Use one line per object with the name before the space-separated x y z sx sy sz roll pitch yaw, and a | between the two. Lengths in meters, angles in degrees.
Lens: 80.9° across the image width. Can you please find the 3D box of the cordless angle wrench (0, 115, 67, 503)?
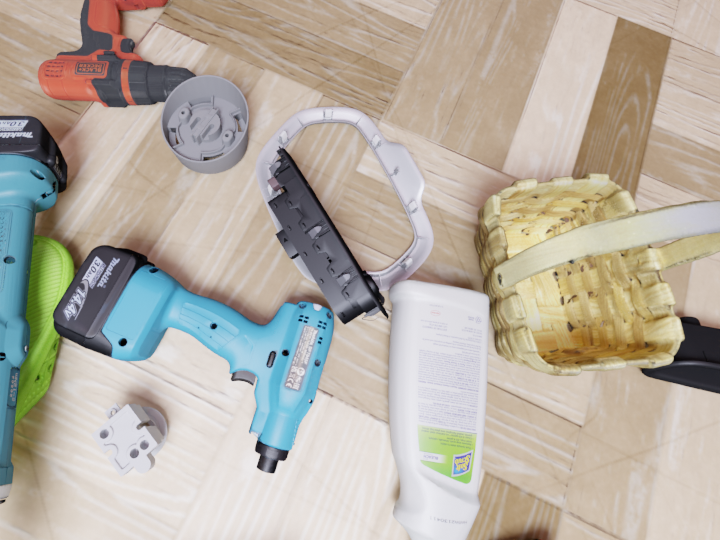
cordless angle wrench | -0.307 0.063 0.341 0.096 0.074 0.435 -6 66 -16

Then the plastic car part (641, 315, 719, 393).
plastic car part | 0.367 0.086 0.454 0.117 0.064 0.072 14 57 3

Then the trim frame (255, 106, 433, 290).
trim frame | -0.017 -0.092 0.498 0.182 0.027 0.255 -23 73 -12

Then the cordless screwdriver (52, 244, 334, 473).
cordless screwdriver | -0.160 0.080 0.409 0.248 0.074 0.160 18 72 -3

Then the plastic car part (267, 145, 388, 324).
plastic car part | -0.042 -0.028 0.433 0.067 0.065 0.207 -35 78 -5
